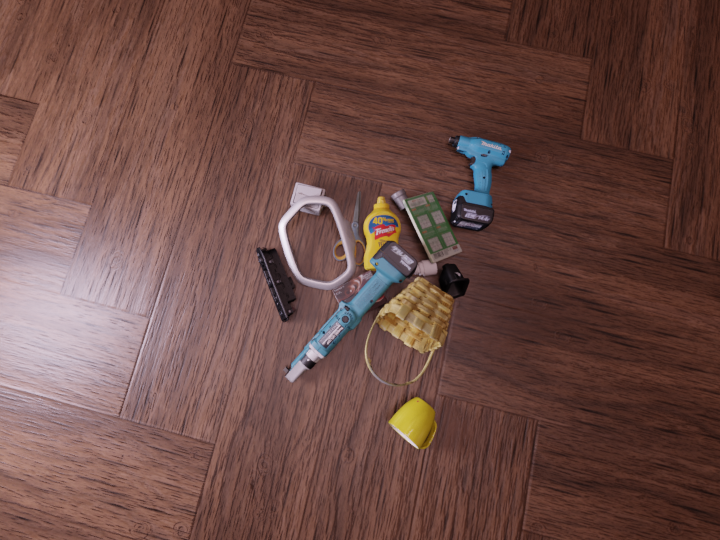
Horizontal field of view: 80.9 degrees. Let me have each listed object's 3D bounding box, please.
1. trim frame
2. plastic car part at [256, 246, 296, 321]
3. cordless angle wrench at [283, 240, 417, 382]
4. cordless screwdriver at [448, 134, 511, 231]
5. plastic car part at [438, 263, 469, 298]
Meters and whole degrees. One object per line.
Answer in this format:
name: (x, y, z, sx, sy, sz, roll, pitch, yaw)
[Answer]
trim frame: (-0.105, -0.069, 1.078, 0.185, 0.027, 0.246, -17, 95, 3)
plastic car part: (-0.209, 0.025, 1.075, 0.066, 0.066, 0.206, -25, 81, -15)
cordless angle wrench: (-0.034, 0.111, 1.017, 0.099, 0.073, 0.423, 42, 95, 6)
cordless screwdriver: (0.289, -0.236, 1.109, 0.160, 0.073, 0.250, 16, 77, 3)
plastic car part: (0.225, 0.020, 1.049, 0.066, 0.112, 0.074, -16, 59, -5)
